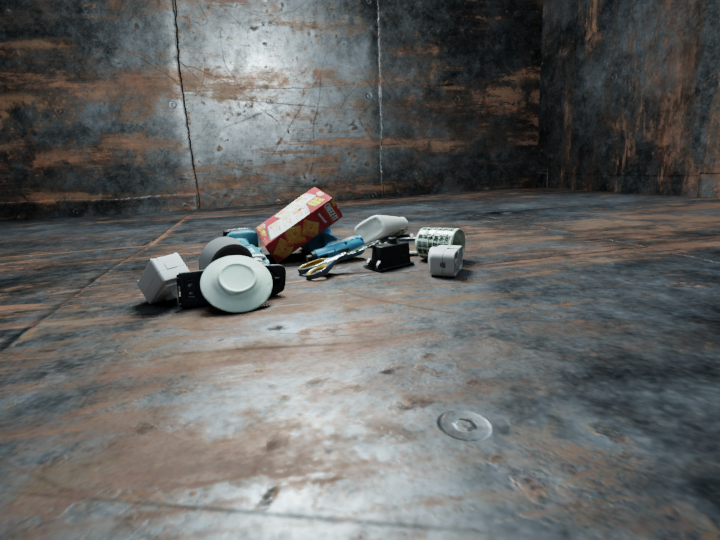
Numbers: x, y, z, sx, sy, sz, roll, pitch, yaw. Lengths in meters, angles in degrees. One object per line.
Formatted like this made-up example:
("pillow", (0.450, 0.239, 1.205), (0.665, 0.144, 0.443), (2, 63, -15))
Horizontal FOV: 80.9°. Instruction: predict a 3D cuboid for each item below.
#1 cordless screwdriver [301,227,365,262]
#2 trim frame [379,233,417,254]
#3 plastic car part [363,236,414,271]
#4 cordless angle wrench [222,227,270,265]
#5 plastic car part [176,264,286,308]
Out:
("cordless screwdriver", (-0.114, -0.075, 1.167), (0.155, 0.073, 0.261), (-17, 22, -24))
("trim frame", (0.148, -0.077, 1.212), (0.191, 0.027, 0.243), (2, 17, 22))
("plastic car part", (0.070, -0.042, 0.998), (0.112, 0.070, 0.069), (-15, 17, -31))
("cordless angle wrench", (-0.280, -0.038, 1.065), (0.095, 0.073, 0.442), (-8, 17, -21))
("plastic car part", (-0.243, 0.030, 0.812), (0.199, 0.067, 0.067), (-8, -13, -14))
